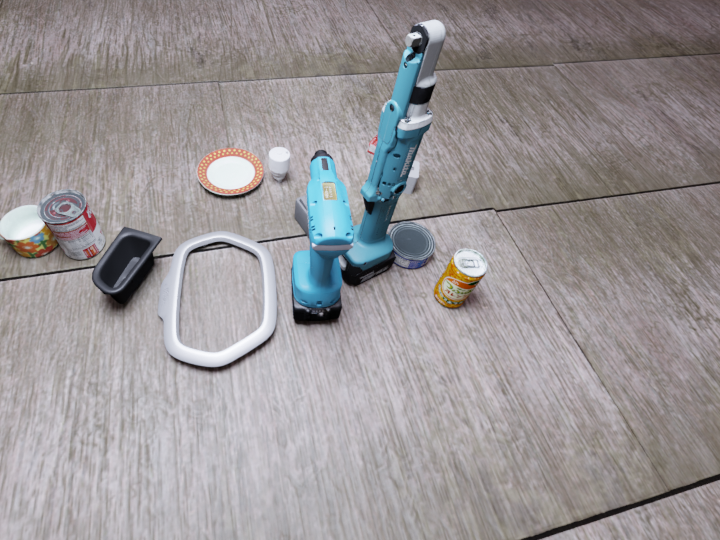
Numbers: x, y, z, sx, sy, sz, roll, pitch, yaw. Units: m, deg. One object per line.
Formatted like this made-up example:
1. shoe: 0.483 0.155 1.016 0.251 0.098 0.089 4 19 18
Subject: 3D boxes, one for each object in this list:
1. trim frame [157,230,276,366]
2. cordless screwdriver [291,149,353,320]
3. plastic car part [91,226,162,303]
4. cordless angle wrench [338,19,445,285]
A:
1. trim frame: -0.227 0.035 0.673 0.181 0.027 0.258 -5 55 -10
2. cordless screwdriver: -0.060 -0.039 0.611 0.073 0.244 0.165 -1 56 -12
3. plastic car part: -0.361 0.001 0.656 0.066 0.069 0.118 15 54 1
4. cordless angle wrench: 0.036 -0.126 0.578 0.096 0.415 0.077 -24 64 -25
